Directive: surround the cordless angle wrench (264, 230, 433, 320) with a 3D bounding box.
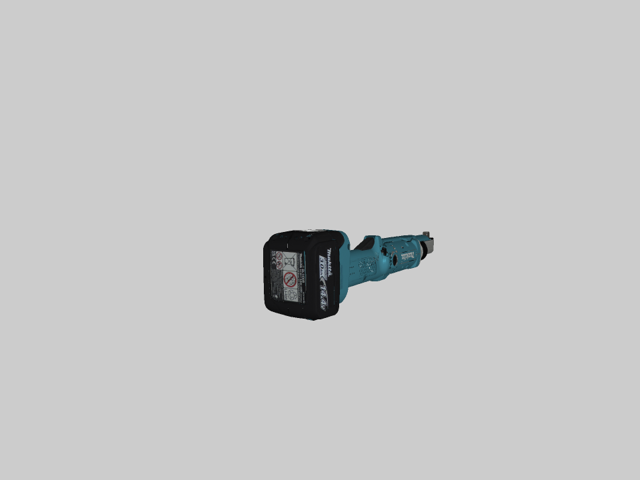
[{"bbox_3d":[0.084,0.026,0.621,0.074,0.098,0.422,2,5,34],"label":"cordless angle wrench"}]
